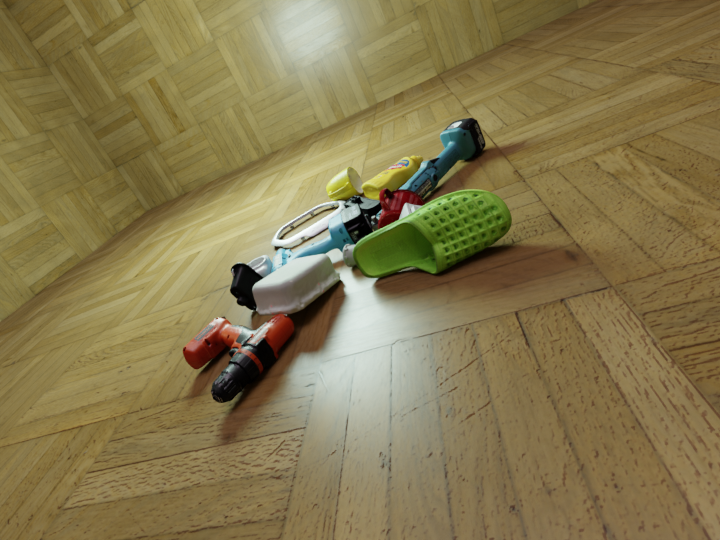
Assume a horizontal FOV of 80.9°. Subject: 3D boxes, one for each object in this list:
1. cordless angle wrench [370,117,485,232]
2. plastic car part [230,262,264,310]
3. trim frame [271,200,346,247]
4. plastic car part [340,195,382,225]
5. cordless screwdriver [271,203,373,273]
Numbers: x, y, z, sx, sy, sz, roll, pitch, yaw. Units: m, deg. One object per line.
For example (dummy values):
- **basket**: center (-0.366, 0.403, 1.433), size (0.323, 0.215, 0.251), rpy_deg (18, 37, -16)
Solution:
- **cordless angle wrench**: center (0.160, -0.224, 1.020), size (0.078, 0.094, 0.419), rpy_deg (5, 45, 51)
- **plastic car part**: center (-0.236, 0.044, 0.888), size (0.068, 0.110, 0.072), rpy_deg (-14, 50, 28)
- **trim frame**: center (-0.148, -0.135, 1.215), size (0.246, 0.026, 0.192), rpy_deg (-32, 25, -12)
- **plastic car part**: center (0.009, -0.154, 1.062), size (0.065, 0.065, 0.213), rpy_deg (-27, 27, -18)
- **cordless screwdriver**: center (-0.096, -0.063, 0.979), size (0.250, 0.072, 0.164), rpy_deg (-30, 25, 5)
